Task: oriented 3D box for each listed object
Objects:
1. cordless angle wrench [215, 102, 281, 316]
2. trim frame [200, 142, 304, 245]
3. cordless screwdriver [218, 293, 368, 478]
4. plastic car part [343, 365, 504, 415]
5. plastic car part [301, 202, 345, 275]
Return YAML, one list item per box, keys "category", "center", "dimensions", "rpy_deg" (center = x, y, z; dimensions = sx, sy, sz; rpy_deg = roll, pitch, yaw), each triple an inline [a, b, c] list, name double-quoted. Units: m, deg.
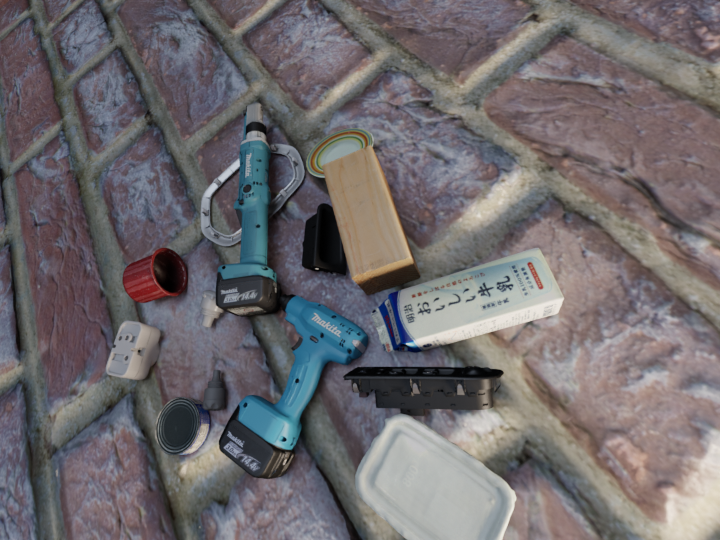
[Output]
- category: "cordless angle wrench"
  center: [-0.195, -0.134, 0.767]
  dimensions: [0.100, 0.071, 0.433]
  rpy_deg: [-10, 67, 14]
- category: "trim frame"
  center: [-0.220, -0.157, 0.834]
  dimensions: [0.248, 0.026, 0.193]
  rpy_deg: [-41, 60, 0]
- category: "cordless screwdriver"
  center: [-0.115, 0.160, 0.631]
  dimensions: [0.167, 0.071, 0.248]
  rpy_deg: [26, 76, 29]
- category: "plastic car part"
  center: [0.083, 0.155, 0.556]
  dimensions: [0.208, 0.063, 0.068]
  rpy_deg: [-9, 76, 18]
- category: "plastic car part"
  center: [-0.069, -0.045, 0.706]
  dimensions: [0.073, 0.062, 0.119]
  rpy_deg: [-27, 56, 41]
